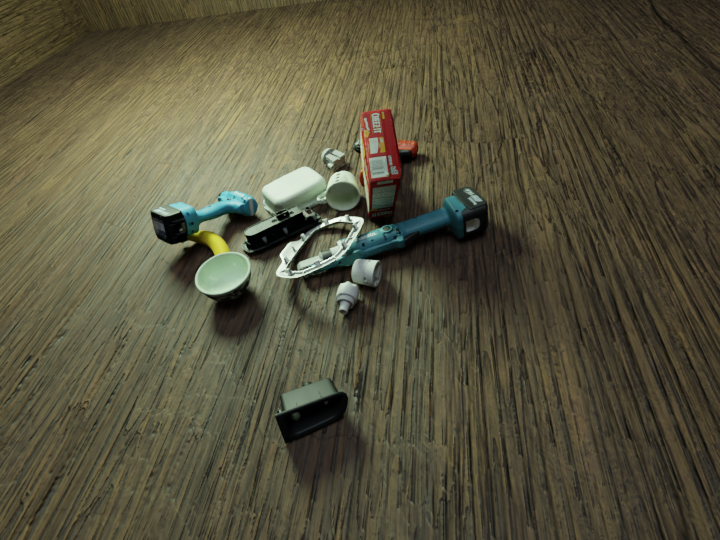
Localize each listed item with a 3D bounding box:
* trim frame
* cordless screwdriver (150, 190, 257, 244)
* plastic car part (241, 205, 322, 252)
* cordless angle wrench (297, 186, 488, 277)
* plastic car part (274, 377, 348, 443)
[{"bbox_3d":[-0.091,-0.059,0.926,0.191,0.026,0.249,-12,31,30],"label":"trim frame"},{"bbox_3d":[-0.403,-0.151,1.075,0.241,0.072,0.168,-26,34,-36],"label":"cordless screwdriver"},{"bbox_3d":[-0.197,-0.106,1.023,0.201,0.064,0.070,-30,48,-12],"label":"plastic car part"},{"bbox_3d":[0.063,-0.071,0.924,0.422,0.071,0.102,-19,40,-2],"label":"cordless angle wrench"},{"bbox_3d":[-0.084,0.216,0.692,0.115,0.063,0.075,-21,32,-14],"label":"plastic car part"}]
